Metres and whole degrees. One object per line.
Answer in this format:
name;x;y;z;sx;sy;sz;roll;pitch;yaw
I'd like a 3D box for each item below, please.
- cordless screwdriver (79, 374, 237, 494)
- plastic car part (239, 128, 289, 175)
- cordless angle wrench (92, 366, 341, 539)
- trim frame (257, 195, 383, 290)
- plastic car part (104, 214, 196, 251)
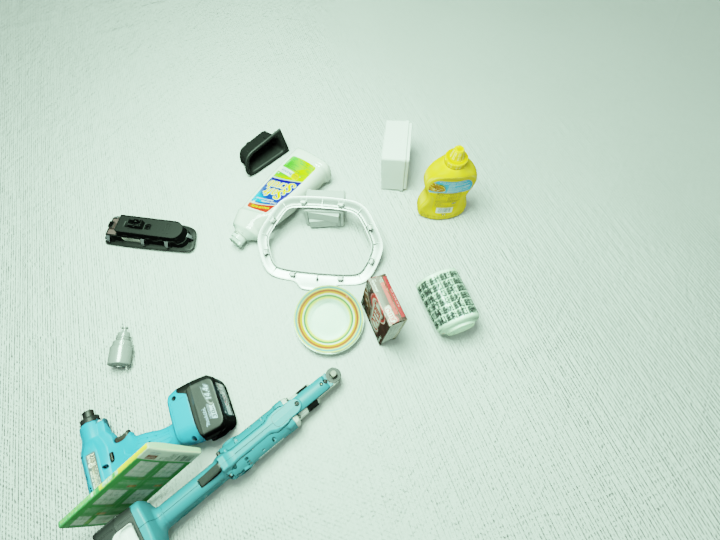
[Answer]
cordless screwdriver;-0.344;0.256;0.704;0.247;0.072;0.166;-30;66;-7
plastic car part;-0.235;-0.280;0.976;0.116;0.063;0.075;-38;54;-11
cordless angle wrench;-0.197;0.295;0.670;0.418;0.095;0.077;-36;69;-18
trim frame;-0.081;-0.053;0.830;0.250;0.027;0.183;6;92;4
plastic car part;-0.445;-0.085;0.891;0.205;0.065;0.067;9;58;5
